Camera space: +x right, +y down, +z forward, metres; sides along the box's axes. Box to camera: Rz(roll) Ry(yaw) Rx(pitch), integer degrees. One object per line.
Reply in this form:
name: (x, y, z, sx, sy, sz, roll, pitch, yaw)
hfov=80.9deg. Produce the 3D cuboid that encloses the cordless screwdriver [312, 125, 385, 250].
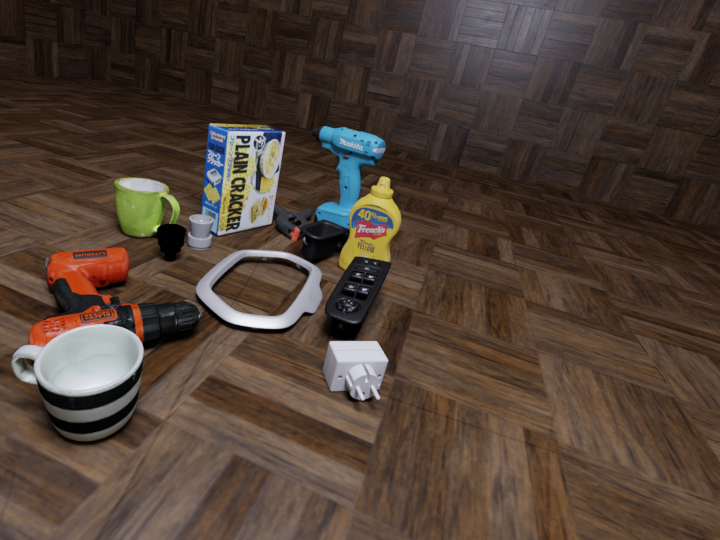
cordless screwdriver: (-0.051, -0.178, 0.901, 0.166, 0.245, 0.072, 24, 25, 23)

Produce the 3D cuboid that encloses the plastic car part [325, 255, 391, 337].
plastic car part: (-0.007, 0.041, 0.663, 0.068, 0.066, 0.202, 16, 24, 8)

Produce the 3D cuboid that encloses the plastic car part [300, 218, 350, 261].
plastic car part: (-0.081, -0.053, 0.829, 0.069, 0.070, 0.113, 23, 26, 22)

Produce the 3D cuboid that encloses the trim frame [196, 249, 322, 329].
trim frame: (-0.153, 0.022, 0.685, 0.187, 0.027, 0.249, 14, 24, 5)
